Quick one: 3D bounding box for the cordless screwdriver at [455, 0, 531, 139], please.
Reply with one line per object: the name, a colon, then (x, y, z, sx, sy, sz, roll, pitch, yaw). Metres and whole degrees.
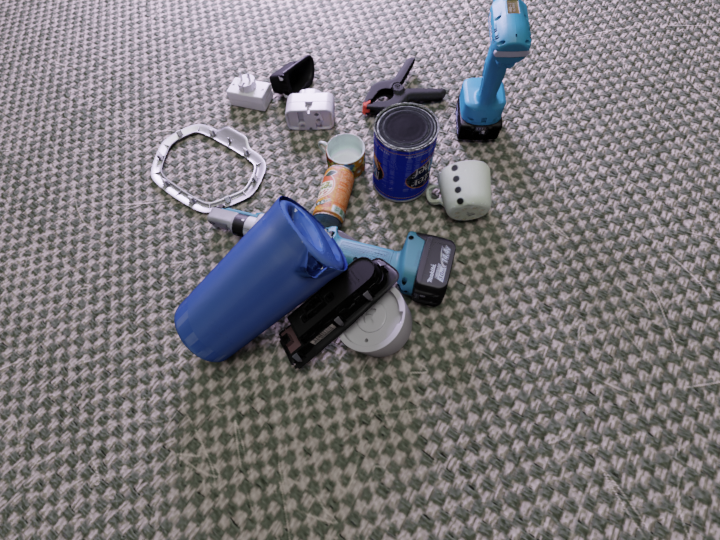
cordless screwdriver: (0.222, -0.349, 0.723, 0.075, 0.242, 0.162, 3, 69, 3)

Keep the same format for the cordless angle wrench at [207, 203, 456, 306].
cordless angle wrench: (-0.068, -0.045, 0.698, 0.435, 0.071, 0.099, 14, 65, 15)

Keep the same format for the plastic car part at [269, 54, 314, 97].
plastic car part: (-0.152, -0.413, 0.902, 0.074, 0.063, 0.117, 8, 48, 22)

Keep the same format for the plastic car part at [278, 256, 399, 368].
plastic car part: (-0.040, 0.047, 0.603, 0.203, 0.063, 0.070, -38, 45, 3)

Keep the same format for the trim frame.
trim frame: (-0.303, -0.210, 0.832, 0.259, 0.026, 0.183, 31, 69, 22)
